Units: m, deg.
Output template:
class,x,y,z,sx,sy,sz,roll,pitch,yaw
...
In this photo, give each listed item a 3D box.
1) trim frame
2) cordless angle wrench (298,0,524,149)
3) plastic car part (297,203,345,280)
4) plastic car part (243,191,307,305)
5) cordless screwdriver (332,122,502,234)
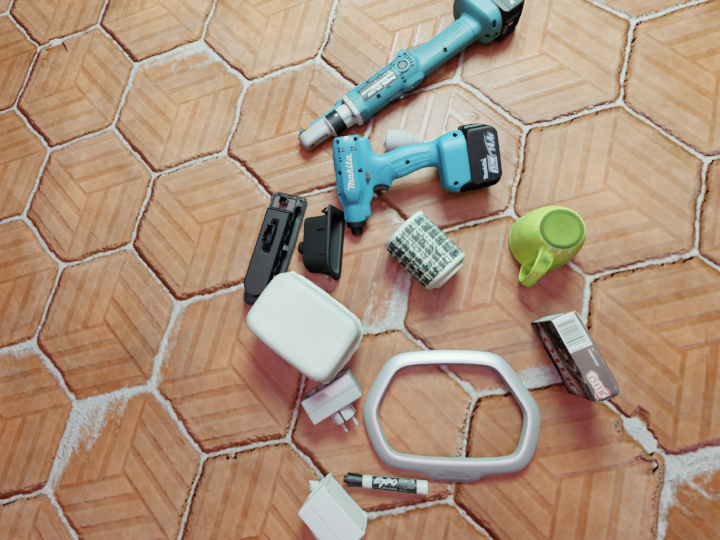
class,x,y,z,sx,sy,sz,roll,pitch,yaw
trim frame,0.129,0.211,0.619,0.252,0.027,0.187,-4,77,8
cordless angle wrench,0.073,-0.339,0.724,0.424,0.072,0.101,-35,76,4
plastic car part,-0.068,-0.045,0.696,0.074,0.063,0.117,3,82,24
plastic car part,-0.148,-0.037,0.707,0.067,0.066,0.203,15,84,3
cordless screwdriver,0.085,-0.145,0.669,0.252,0.075,0.156,-5,105,7
